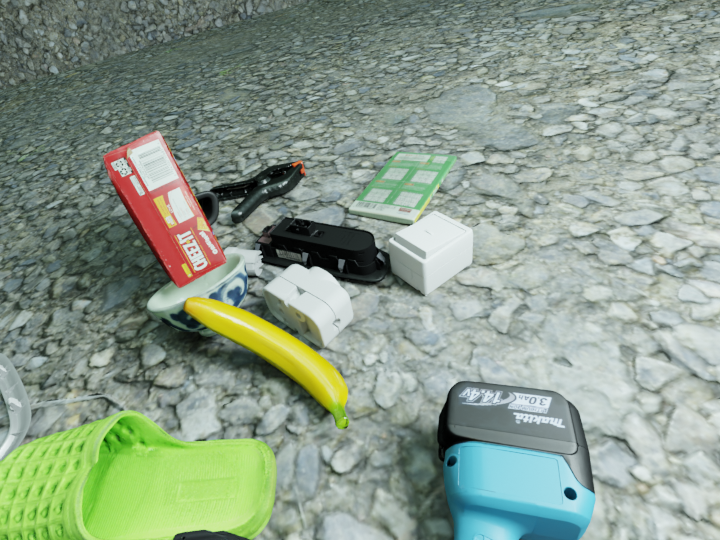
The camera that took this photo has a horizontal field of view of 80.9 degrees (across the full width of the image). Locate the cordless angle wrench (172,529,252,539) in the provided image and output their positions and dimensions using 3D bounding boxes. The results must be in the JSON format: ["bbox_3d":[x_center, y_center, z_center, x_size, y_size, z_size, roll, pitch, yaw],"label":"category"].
[{"bbox_3d":[-0.276,0.263,0.286,0.427,0.071,0.101,-13,55,7],"label":"cordless angle wrench"}]

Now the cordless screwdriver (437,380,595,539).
[{"bbox_3d":[0.108,0.200,0.247,0.165,0.071,0.251,4,48,20],"label":"cordless screwdriver"}]

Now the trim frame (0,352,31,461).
[{"bbox_3d":[-0.466,0.183,0.462,0.263,0.026,0.182,28,57,36],"label":"trim frame"}]

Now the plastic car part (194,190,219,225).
[{"bbox_3d":[-0.295,-0.092,0.699,0.114,0.064,0.075,-30,29,-23],"label":"plastic car part"}]

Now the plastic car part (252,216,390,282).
[{"bbox_3d":[-0.055,-0.036,0.564,0.212,0.065,0.066,15,41,26],"label":"plastic car part"}]
